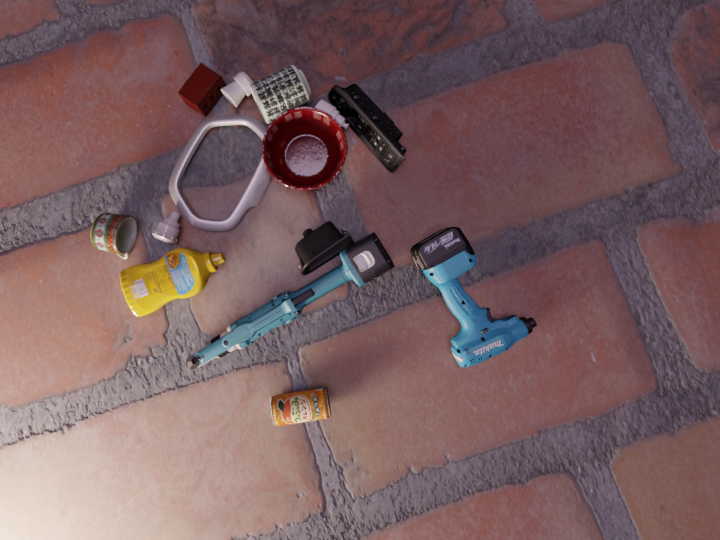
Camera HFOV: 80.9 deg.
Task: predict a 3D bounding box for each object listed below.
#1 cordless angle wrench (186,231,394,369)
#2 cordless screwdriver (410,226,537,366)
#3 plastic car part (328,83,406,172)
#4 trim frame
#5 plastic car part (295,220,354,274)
[{"bbox_3d":[-0.139,0.069,0.784,0.424,0.097,0.075,-31,88,3],"label":"cordless angle wrench"},{"bbox_3d":[0.206,0.037,0.779,0.159,0.074,0.249,-25,89,-1],"label":"cordless screwdriver"},{"bbox_3d":[0.020,-0.289,0.818,0.067,0.066,0.205,-44,86,-13],"label":"plastic car part"},{"bbox_3d":[-0.271,-0.196,0.838,0.186,0.027,0.249,26,84,5],"label":"trim frame"},{"bbox_3d":[-0.079,-0.052,0.806,0.117,0.064,0.073,-31,72,1],"label":"plastic car part"}]
